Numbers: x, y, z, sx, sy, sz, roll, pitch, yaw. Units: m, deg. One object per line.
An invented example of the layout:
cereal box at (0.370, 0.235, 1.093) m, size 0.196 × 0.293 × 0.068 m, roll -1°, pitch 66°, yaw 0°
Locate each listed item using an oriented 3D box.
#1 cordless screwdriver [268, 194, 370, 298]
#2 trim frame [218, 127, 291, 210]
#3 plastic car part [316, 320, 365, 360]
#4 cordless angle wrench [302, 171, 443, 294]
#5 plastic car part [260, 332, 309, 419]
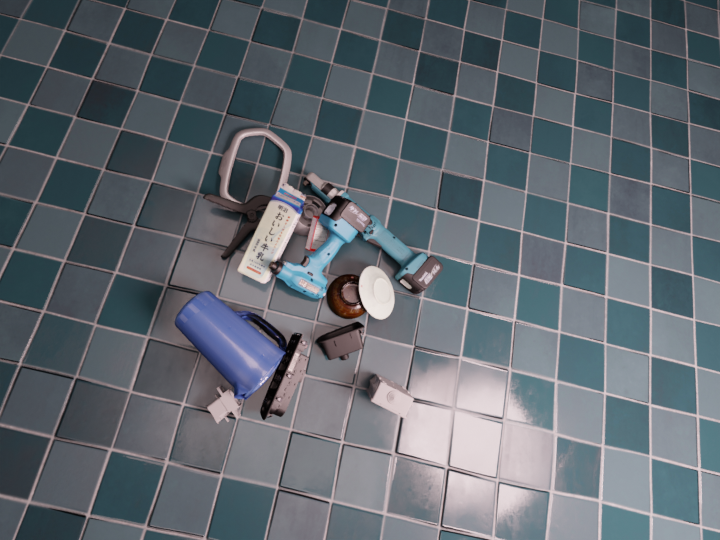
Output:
cordless screwdriver at (-0.098, -0.064, 1.002) m, size 0.151 × 0.078 × 0.248 m, roll 31°, pitch 92°, yaw -33°
trim frame at (-0.282, -0.270, 1.125) m, size 0.183 × 0.027 × 0.251 m, roll 10°, pitch 75°, yaw -4°
plastic car part at (-0.041, 0.176, 1.012) m, size 0.115 × 0.067 × 0.070 m, roll -22°, pitch 95°, yaw -9°
cordless angle wrench at (0.018, -0.113, 1.091) m, size 0.430 × 0.073 × 0.097 m, roll 42°, pitch 74°, yaw 8°
plastic car part at (-0.170, 0.248, 0.978) m, size 0.064 × 0.069 × 0.203 m, roll 35°, pitch 70°, yaw -26°
